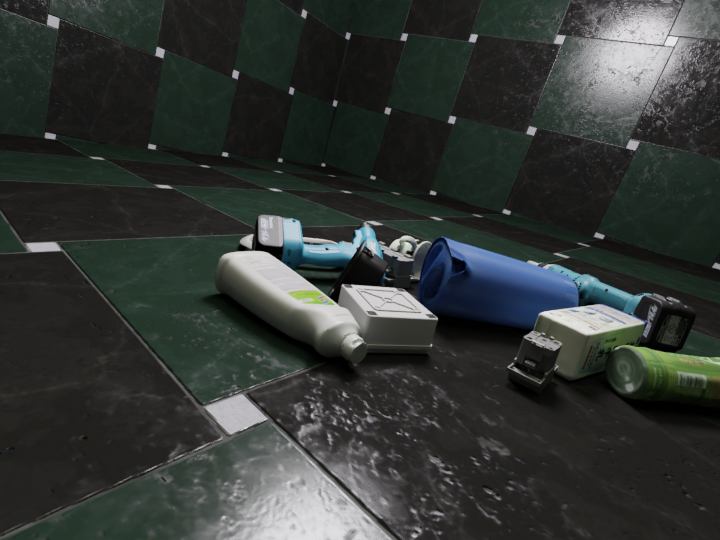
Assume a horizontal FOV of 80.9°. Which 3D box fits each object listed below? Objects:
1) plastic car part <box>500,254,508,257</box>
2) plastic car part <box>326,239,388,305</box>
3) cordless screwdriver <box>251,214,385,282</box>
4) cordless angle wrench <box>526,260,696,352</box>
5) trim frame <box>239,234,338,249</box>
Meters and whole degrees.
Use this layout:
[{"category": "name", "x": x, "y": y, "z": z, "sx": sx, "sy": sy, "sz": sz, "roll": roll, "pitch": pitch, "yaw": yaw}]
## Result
[{"category": "plastic car part", "x": 0.318, "y": -0.007, "z": 1.029, "sx": 0.199, "sy": 0.066, "sz": 0.069, "roll": 5, "pitch": 24, "yaw": -12}, {"category": "plastic car part", "x": 0.001, "y": 0.018, "z": 0.675, "sx": 0.070, "sy": 0.117, "sz": 0.066, "roll": 36, "pitch": 15, "yaw": -5}, {"category": "cordless screwdriver", "x": -0.078, "y": -0.051, "z": 0.802, "sx": 0.244, "sy": 0.073, "sz": 0.165, "roll": 9, "pitch": 44, "yaw": -12}, {"category": "cordless angle wrench", "x": 0.495, "y": 0.043, "z": 0.933, "sx": 0.073, "sy": 0.097, "sz": 0.435, "roll": 12, "pitch": 13, "yaw": -15}, {"category": "trim frame", "x": -0.135, "y": -0.048, "z": 0.911, "sx": 0.241, "sy": 0.027, "sz": 0.192, "roll": 1, "pitch": 18, "yaw": -20}]
